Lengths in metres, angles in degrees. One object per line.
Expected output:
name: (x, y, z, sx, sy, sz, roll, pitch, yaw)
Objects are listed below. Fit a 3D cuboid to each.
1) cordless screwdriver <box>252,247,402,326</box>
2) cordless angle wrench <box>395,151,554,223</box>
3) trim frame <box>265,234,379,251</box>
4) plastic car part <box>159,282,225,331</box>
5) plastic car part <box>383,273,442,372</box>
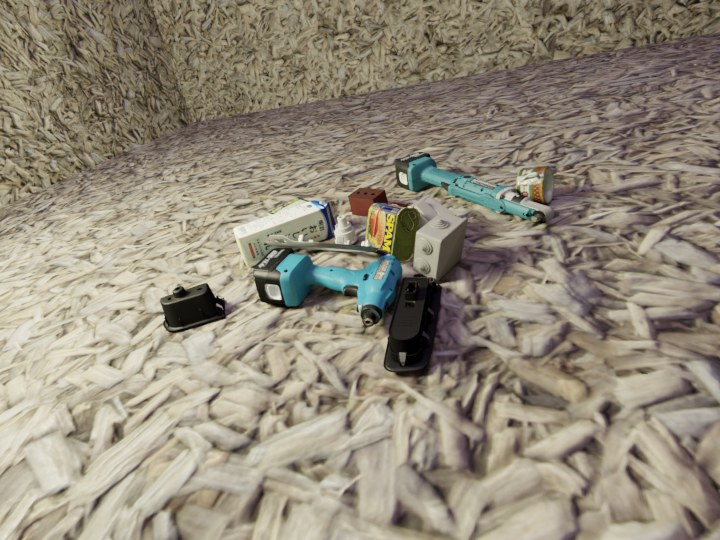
cordless screwdriver: (-0.064, 0.028, 0.712, 0.257, 0.072, 0.159, 2, 32, 20)
cordless angle wrench: (0.237, -0.184, 0.945, 0.096, 0.072, 0.447, -25, 34, -20)
trim frame: (-0.078, -0.051, 0.794, 0.176, 0.027, 0.261, 2, 4, -35)
plastic car part: (-0.310, 0.060, 0.764, 0.115, 0.069, 0.069, -15, 28, -8)
plastic car part: (0.077, 0.062, 0.609, 0.068, 0.065, 0.204, 3, 36, 14)
